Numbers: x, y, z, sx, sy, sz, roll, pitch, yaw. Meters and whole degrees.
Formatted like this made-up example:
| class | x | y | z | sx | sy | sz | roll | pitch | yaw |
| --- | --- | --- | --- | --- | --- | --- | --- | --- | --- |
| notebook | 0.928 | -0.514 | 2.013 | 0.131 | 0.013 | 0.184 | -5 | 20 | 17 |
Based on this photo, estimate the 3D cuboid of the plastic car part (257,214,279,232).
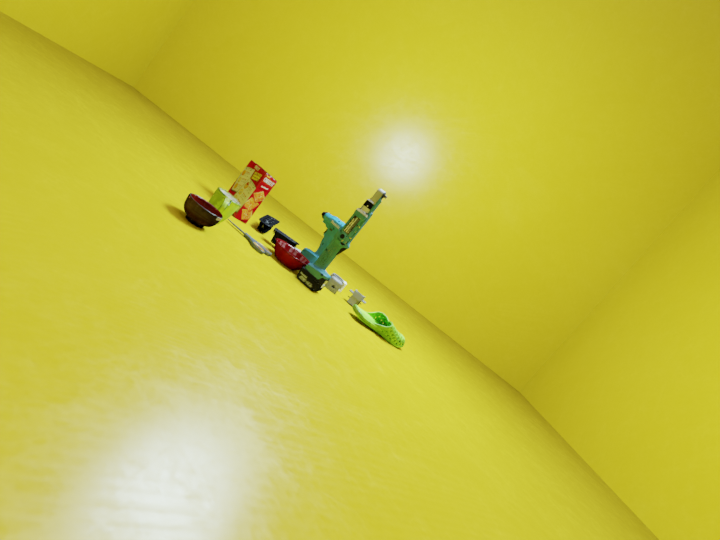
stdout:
| class | x | y | z | sx | sy | sz | roll | pitch | yaw |
| --- | --- | --- | --- | --- | --- | --- | --- | --- | --- |
| plastic car part | -0.401 | -0.197 | 1.803 | 0.066 | 0.067 | 0.204 | 38 | 5 | -7 |

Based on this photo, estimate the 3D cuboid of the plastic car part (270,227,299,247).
| class | x | y | z | sx | sy | sz | roll | pitch | yaw |
| --- | --- | --- | --- | --- | --- | --- | --- | --- | --- |
| plastic car part | -0.308 | -0.110 | 1.670 | 0.116 | 0.071 | 0.066 | 38 | 6 | -4 |

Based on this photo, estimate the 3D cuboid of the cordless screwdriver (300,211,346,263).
| class | x | y | z | sx | sy | sz | roll | pitch | yaw |
| --- | --- | --- | --- | --- | --- | --- | --- | --- | --- |
| cordless screwdriver | -0.161 | -0.106 | 1.650 | 0.168 | 0.249 | 0.070 | 43 | 7 | 36 |

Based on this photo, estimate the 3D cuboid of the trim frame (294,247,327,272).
| class | x | y | z | sx | sy | sz | roll | pitch | yaw |
| --- | --- | --- | --- | --- | --- | --- | --- | --- | --- |
| trim frame | -0.233 | -0.041 | 1.817 | 0.234 | 0.027 | 0.195 | 33 | 8 | -45 |

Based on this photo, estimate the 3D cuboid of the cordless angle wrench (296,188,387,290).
| class | x | y | z | sx | sy | sz | roll | pitch | yaw |
| --- | --- | --- | --- | --- | --- | --- | --- | --- | --- |
| cordless angle wrench | -0.057 | -0.113 | 1.472 | 0.101 | 0.423 | 0.072 | 41 | 6 | 15 |
